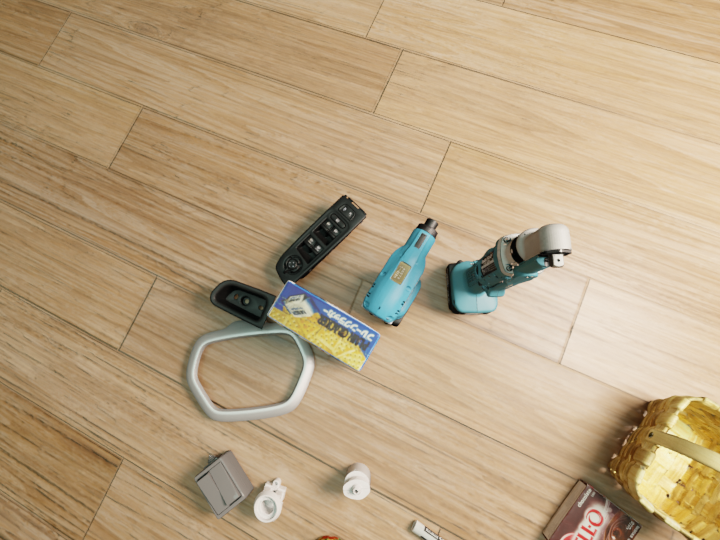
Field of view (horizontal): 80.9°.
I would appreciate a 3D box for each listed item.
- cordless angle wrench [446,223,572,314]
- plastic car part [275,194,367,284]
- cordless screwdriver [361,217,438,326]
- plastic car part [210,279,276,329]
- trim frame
[{"bbox_3d":[0.189,0.001,0.587,0.075,0.414,0.099,-1,80,3],"label":"cordless angle wrench"},{"bbox_3d":[-0.080,-0.052,0.816,0.202,0.065,0.068,-43,78,-3],"label":"plastic car part"},{"bbox_3d":[0.066,0.012,0.690,0.076,0.243,0.159,31,83,8],"label":"cordless screwdriver"},{"bbox_3d":[-0.219,0.060,0.808,0.119,0.069,0.066,22,82,10],"label":"plastic car part"},{"bbox_3d":[-0.209,0.185,0.800,0.251,0.027,0.187,-9,76,6],"label":"trim frame"}]
